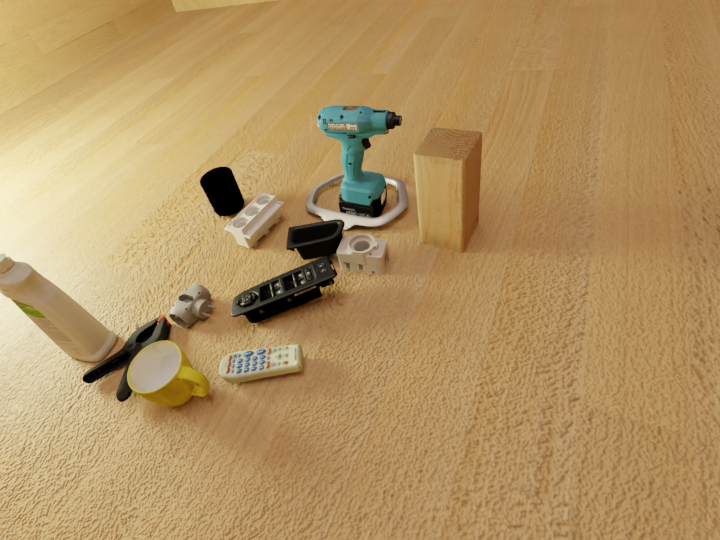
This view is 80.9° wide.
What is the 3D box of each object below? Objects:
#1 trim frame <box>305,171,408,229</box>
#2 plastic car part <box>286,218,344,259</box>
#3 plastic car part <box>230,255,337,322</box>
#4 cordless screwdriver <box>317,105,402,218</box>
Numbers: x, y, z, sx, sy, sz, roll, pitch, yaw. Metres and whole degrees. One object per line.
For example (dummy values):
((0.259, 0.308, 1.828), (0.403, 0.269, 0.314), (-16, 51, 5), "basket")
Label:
((-0.011, -0.163, 0.961), (0.261, 0.026, 0.183), (17, 54, 29), "trim frame")
((-0.083, -0.054, 0.848), (0.118, 0.068, 0.068), (-8, 45, 8), "plastic car part")
((-0.139, 0.042, 0.775), (0.202, 0.064, 0.069), (-20, 45, -3), "plastic car part")
((0.013, -0.214, 0.853), (0.166, 0.238, 0.074), (11, 49, 23), "cordless screwdriver")
